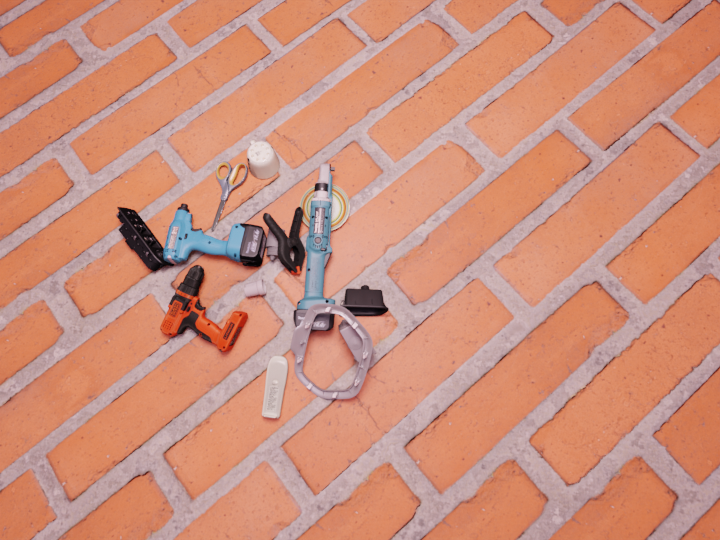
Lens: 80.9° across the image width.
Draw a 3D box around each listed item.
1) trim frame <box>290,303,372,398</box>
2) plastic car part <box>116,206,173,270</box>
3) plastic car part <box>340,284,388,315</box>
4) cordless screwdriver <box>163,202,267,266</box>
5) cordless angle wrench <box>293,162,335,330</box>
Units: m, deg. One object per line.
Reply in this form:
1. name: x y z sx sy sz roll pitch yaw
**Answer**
1. trim frame: -0.071 0.188 0.950 0.191 0.027 0.245 23 115 18
2. plastic car part: -0.563 -0.074 1.086 0.208 0.065 0.067 44 90 11
3. plastic car part: 0.005 0.071 1.031 0.116 0.064 0.073 -2 63 -3
4. cordless screwdriver: -0.364 -0.091 1.072 0.250 0.072 0.162 3 69 2
5. cordless angle wrench: -0.103 -0.067 1.049 0.098 0.073 0.428 3 78 1
